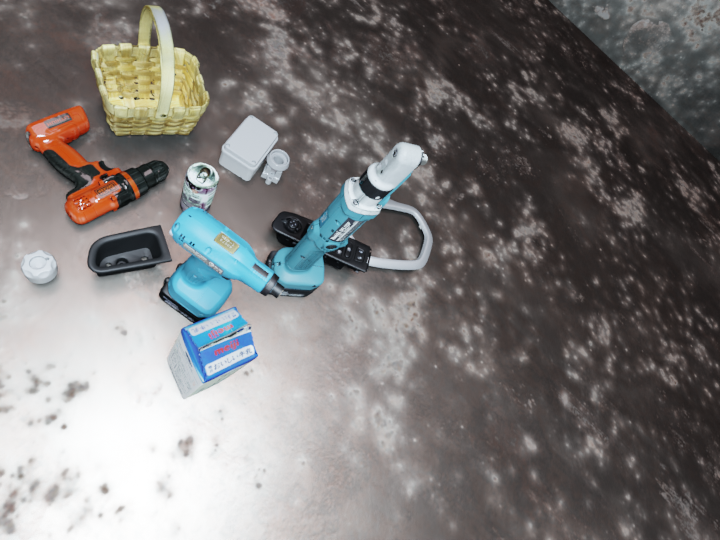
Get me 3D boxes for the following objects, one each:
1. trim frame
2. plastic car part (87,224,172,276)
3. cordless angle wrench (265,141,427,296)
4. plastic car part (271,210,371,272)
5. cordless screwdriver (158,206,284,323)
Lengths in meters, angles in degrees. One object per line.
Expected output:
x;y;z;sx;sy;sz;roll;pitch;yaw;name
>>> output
0.058;-0.088;0.936;0.239;0.028;0.189;3;65;-24;trim frame
-0.372;-0.021;0.675;0.113;0.072;0.067;-17;76;-31;plastic car part
-0.044;-0.058;0.632;0.094;0.429;0.076;8;66;-26;cordless angle wrench
-0.081;-0.053;0.829;0.198;0.068;0.067;26;58;-12;plastic car part
-0.211;0.017;0.623;0.157;0.252;0.074;39;56;-8;cordless screwdriver
